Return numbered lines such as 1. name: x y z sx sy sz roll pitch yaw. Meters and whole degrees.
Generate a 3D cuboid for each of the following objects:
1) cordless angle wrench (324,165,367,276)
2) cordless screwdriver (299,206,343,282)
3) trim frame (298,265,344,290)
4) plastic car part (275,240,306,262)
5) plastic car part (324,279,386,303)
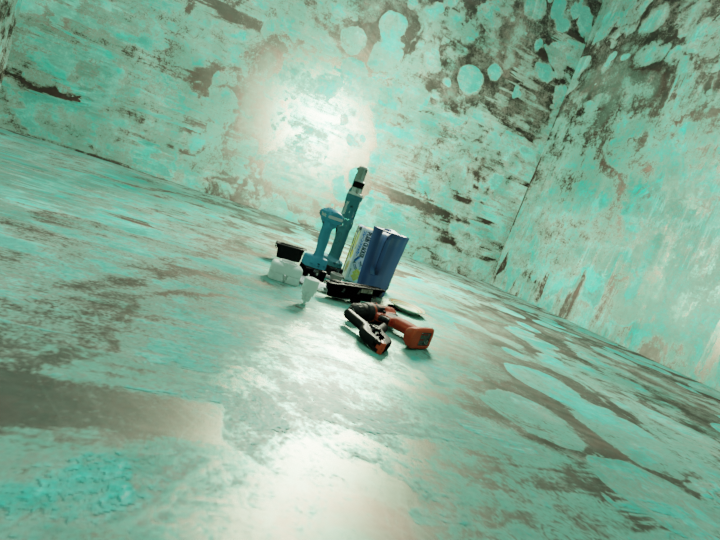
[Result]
1. cordless angle wrench: -0.056 -0.177 1.547 0.104 0.421 0.070 25 9 38
2. cordless screwdriver: -0.137 -0.090 1.401 0.072 0.248 0.166 17 8 -23
3. trim frame: -0.143 0.029 1.381 0.254 0.027 0.181 21 8 9
4. plastic car part: -0.262 -0.061 1.545 0.116 0.071 0.067 19 8 -5
5. plastic car part: -0.026 0.064 1.289 0.194 0.067 0.070 15 9 -30
